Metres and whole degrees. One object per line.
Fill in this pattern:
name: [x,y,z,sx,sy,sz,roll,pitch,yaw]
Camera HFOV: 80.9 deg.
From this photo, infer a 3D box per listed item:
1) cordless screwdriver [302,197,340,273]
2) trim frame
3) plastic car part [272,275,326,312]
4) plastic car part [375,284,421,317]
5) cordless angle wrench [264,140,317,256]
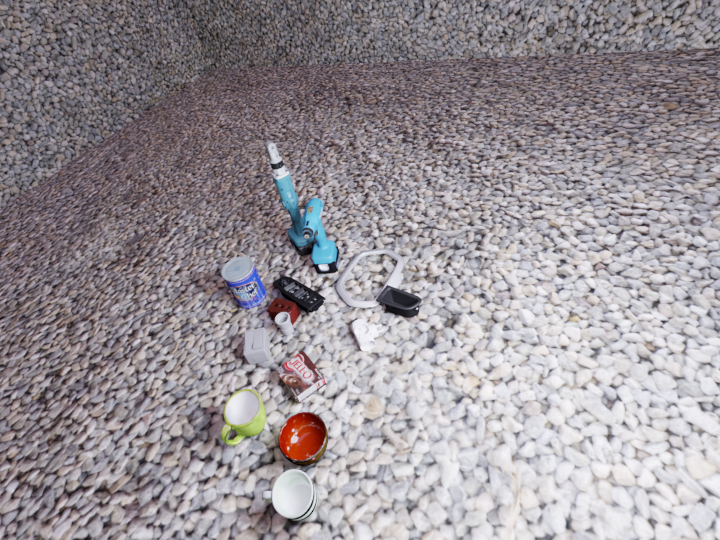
cordless screwdriver: [-0.128,-0.084,1.311,0.076,0.238,0.163,-4,44,11]
trim frame: [0.032,0.019,1.308,0.193,0.026,0.247,15,52,30]
plastic car part: [-0.189,0.076,1.294,0.065,0.064,0.215,-40,47,-24]
plastic car part: [0.112,0.098,1.171,0.123,0.068,0.065,20,53,33]
cordless angle wrench: [-0.230,-0.228,1.369,0.073,0.405,0.104,-30,45,-17]
